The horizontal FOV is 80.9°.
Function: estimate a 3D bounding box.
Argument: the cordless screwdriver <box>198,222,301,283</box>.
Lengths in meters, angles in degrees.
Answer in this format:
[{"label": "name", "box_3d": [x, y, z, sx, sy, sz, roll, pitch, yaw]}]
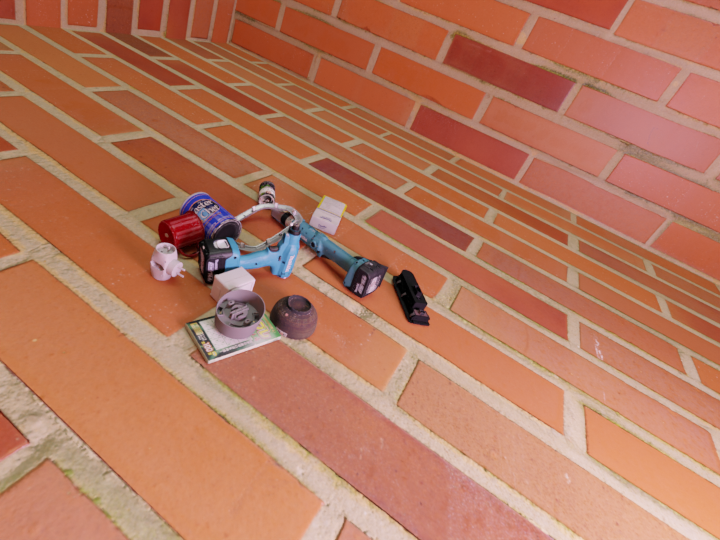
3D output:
[{"label": "cordless screwdriver", "box_3d": [-0.265, -0.048, 1.040, 0.238, 0.157, 0.078, -3, 41, -33]}]

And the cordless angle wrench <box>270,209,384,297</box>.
[{"label": "cordless angle wrench", "box_3d": [-0.121, -0.079, 1.242, 0.444, 0.096, 0.072, 37, 36, 28]}]

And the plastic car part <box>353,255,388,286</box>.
[{"label": "plastic car part", "box_3d": [0.020, -0.011, 1.256, 0.119, 0.065, 0.070, 25, 16, 10]}]

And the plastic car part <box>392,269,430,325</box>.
[{"label": "plastic car part", "box_3d": [0.144, 0.066, 1.209, 0.065, 0.066, 0.212, 4, 33, -17]}]

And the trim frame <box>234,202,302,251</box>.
[{"label": "trim frame", "box_3d": [-0.281, -0.133, 1.226, 0.193, 0.027, 0.244, 28, 46, 25]}]
